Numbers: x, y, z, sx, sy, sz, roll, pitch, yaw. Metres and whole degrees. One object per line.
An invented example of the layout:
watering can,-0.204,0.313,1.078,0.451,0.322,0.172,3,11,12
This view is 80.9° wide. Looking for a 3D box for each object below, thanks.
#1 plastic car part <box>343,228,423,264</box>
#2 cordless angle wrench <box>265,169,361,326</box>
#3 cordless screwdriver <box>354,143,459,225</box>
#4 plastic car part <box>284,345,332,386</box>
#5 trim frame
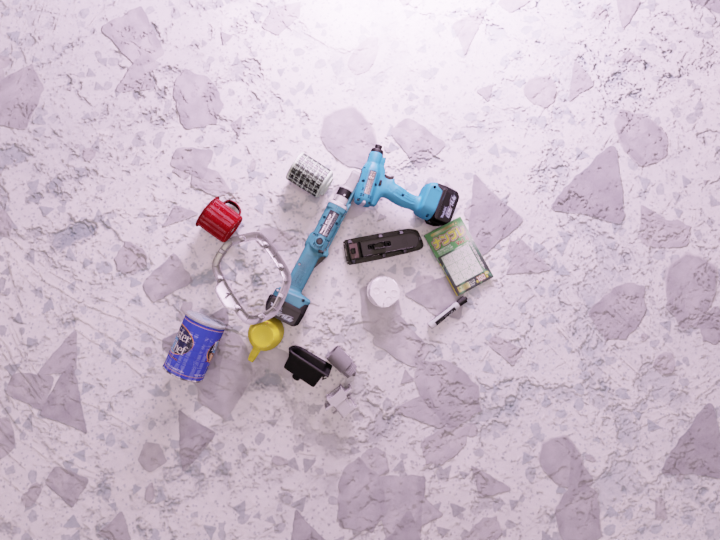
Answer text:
plastic car part,0.062,-0.067,1.070,0.202,0.066,0.067,-10,81,-5
cordless angle wrench,-0.104,-0.068,1.063,0.098,0.075,0.423,27,83,-3
cordless screwdriver,0.118,-0.210,1.062,0.246,0.075,0.159,17,85,-5
plastic car part,-0.138,0.242,1.044,0.117,0.065,0.071,28,100,3
trim frame,-0.272,0.013,1.030,0.185,0.026,0.259,-40,66,5
